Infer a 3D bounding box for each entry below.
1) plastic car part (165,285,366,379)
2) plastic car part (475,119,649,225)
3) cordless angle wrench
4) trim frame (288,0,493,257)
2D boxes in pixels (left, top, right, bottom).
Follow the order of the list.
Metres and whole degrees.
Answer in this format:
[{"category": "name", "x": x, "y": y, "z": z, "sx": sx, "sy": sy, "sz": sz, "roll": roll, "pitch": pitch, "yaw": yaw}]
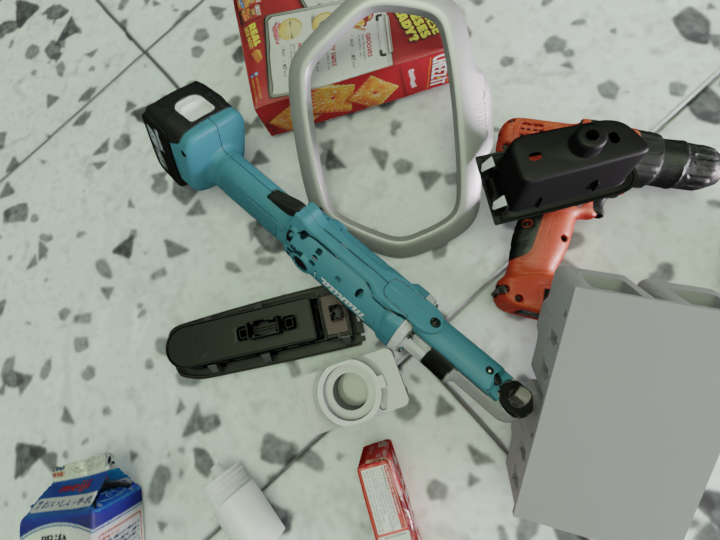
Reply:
[{"category": "plastic car part", "x": -0.102, "y": 0.063, "z": 0.411, "sx": 0.206, "sy": 0.065, "sz": 0.067, "roll": -14, "pitch": 83, "yaw": 10}, {"category": "plastic car part", "x": 0.160, "y": -0.086, "z": 0.331, "sx": 0.118, "sy": 0.068, "sz": 0.067, "roll": -12, "pitch": 75, "yaw": 11}, {"category": "cordless angle wrench", "x": -0.038, "y": -0.025, "z": 0.386, "sx": 0.438, "sy": 0.096, "sz": 0.073, "roll": 40, "pitch": 63, "yaw": 18}, {"category": "trim frame", "x": 0.027, "y": -0.131, "z": 0.397, "sx": 0.188, "sy": 0.027, "sz": 0.244, "roll": -6, "pitch": 102, "yaw": 16}]
